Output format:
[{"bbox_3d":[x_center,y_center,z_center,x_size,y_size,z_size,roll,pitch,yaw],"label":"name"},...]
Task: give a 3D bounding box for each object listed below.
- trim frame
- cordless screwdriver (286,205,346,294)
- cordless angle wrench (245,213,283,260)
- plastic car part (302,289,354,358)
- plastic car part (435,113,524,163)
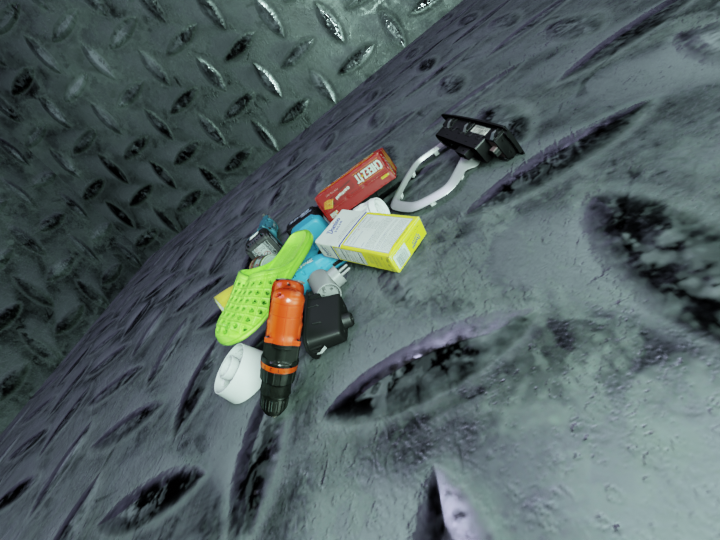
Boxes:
[{"bbox_3d":[0.150,-0.194,0.827,0.191,0.026,0.248,-15,34,46],"label":"trim frame"},{"bbox_3d":[-0.088,-0.058,0.901,0.161,0.071,0.257,-33,29,14],"label":"cordless screwdriver"},{"bbox_3d":[-0.271,-0.106,1.235,0.074,0.095,0.436,-40,21,3],"label":"cordless angle wrench"},{"bbox_3d":[-0.045,0.079,0.642,0.072,0.063,0.120,-22,31,9],"label":"plastic car part"},{"bbox_3d":[0.195,-0.232,0.750,0.067,0.063,0.212,-52,31,15],"label":"plastic car part"}]
